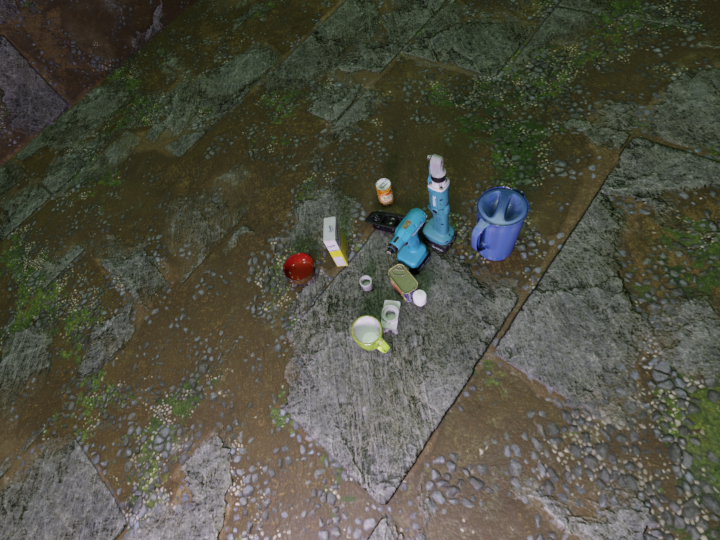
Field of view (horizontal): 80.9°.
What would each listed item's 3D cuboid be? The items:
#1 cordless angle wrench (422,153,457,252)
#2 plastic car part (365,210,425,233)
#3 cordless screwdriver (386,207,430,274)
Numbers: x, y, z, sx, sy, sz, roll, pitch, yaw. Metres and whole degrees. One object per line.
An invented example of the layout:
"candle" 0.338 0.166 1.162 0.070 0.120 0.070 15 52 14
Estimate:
"cordless angle wrench" 0.230 -0.192 1.242 0.103 0.404 0.074 30 72 24
"plastic car part" 0.118 -0.159 1.456 0.211 0.064 0.066 17 67 23
"cordless screwdriver" 0.144 -0.066 1.293 0.078 0.238 0.159 31 73 25
